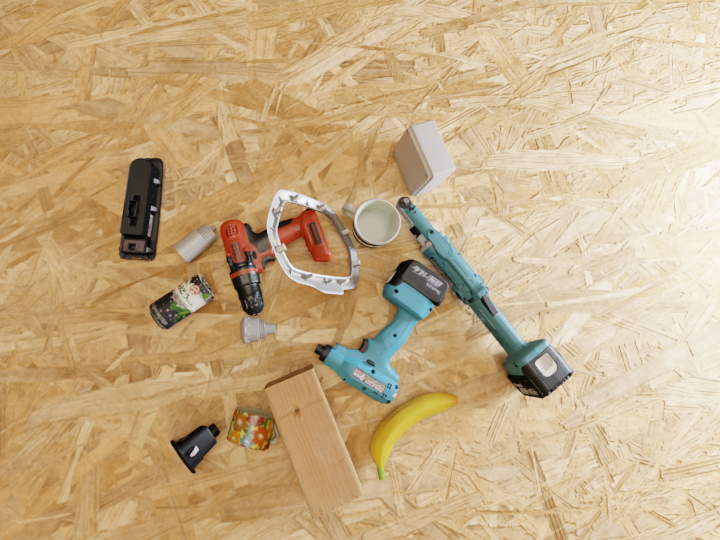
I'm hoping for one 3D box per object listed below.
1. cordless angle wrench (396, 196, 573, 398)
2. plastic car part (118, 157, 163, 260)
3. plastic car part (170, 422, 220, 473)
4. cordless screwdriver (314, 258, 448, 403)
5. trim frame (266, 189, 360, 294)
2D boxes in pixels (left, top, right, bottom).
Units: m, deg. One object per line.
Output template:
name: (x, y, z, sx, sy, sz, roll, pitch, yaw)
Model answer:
cordless angle wrench: (0.202, 0.032, 0.783, 0.074, 0.096, 0.432, -34, 78, -11)
plastic car part: (-0.415, -0.124, 0.790, 0.067, 0.066, 0.206, 1, 76, 1)
plastic car part: (-0.265, 0.283, 0.691, 0.069, 0.118, 0.067, -38, 87, -35)
cordless screwdriver: (0.038, 0.093, 0.763, 0.160, 0.074, 0.249, 30, 82, 2)
trim frame: (-0.070, -0.046, 0.721, 0.028, 0.236, 0.189, -23, 70, 27)
